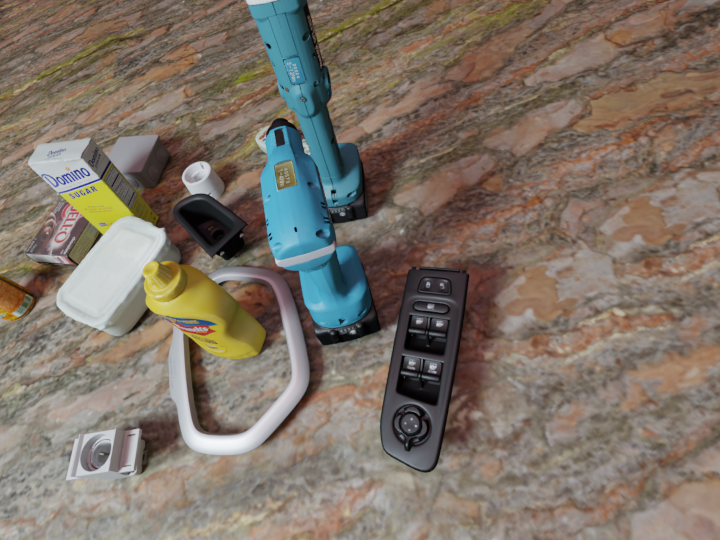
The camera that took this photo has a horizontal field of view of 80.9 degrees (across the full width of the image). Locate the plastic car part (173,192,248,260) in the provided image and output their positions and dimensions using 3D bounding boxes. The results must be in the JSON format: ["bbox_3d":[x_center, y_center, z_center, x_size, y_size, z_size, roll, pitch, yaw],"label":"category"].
[{"bbox_3d":[-0.211,-0.058,0.613,0.122,0.068,0.065,37,73,30],"label":"plastic car part"}]

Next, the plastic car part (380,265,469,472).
[{"bbox_3d":[0.067,0.098,0.444,0.068,0.064,0.205,7,62,17],"label":"plastic car part"}]

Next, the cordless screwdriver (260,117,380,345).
[{"bbox_3d":[-0.044,-0.029,0.447,0.075,0.238,0.165,-16,58,2],"label":"cordless screwdriver"}]

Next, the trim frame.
[{"bbox_3d":[-0.160,0.097,0.529,0.184,0.026,0.259,-23,56,1],"label":"trim frame"}]

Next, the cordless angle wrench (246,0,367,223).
[{"bbox_3d":[-0.060,-0.203,0.457,0.075,0.404,0.101,-6,59,8],"label":"cordless angle wrench"}]
